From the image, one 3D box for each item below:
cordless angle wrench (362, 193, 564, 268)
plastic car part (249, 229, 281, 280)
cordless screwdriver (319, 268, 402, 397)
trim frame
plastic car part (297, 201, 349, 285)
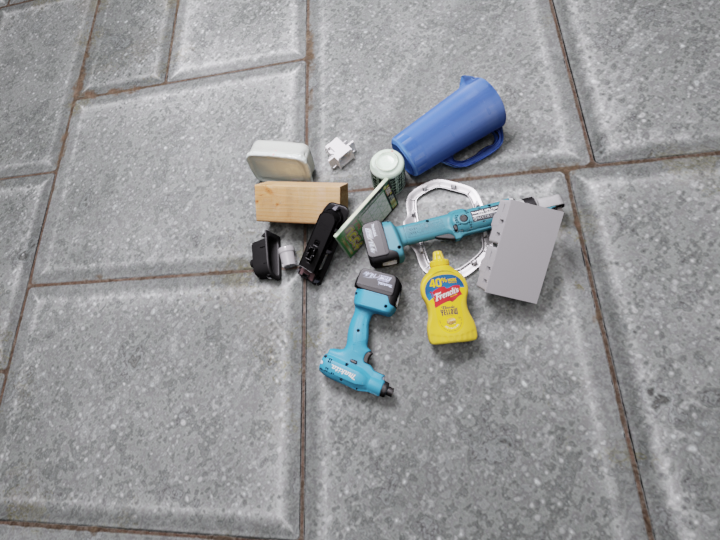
[{"bbox_3d":[0.218,-0.100,0.912,0.426,0.072,0.100,-13,71,6],"label":"cordless angle wrench"},{"bbox_3d":[-0.234,-0.030,1.024,0.073,0.063,0.119,-11,72,23],"label":"plastic car part"},{"bbox_3d":[0.028,0.130,0.895,0.165,0.072,0.249,19,80,17],"label":"cordless screwdriver"},{"bbox_3d":[0.194,-0.100,0.962,0.187,0.026,0.254,-11,70,10],"label":"trim frame"},{"bbox_3d":[-0.093,-0.061,0.948,0.069,0.064,0.202,34,109,23],"label":"plastic car part"}]
